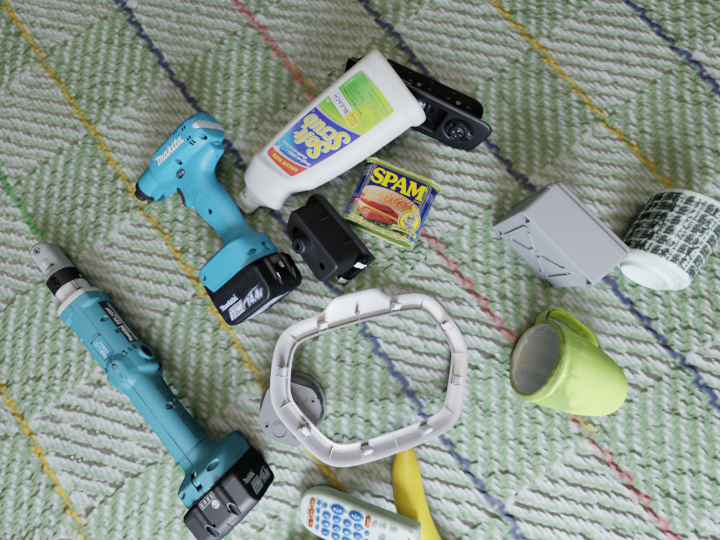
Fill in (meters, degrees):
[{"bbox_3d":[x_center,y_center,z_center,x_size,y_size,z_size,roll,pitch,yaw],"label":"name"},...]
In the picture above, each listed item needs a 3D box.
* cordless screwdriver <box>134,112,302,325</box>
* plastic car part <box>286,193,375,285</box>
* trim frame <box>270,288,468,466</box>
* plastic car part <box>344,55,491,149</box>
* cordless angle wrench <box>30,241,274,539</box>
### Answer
[{"bbox_3d":[-0.192,-0.052,0.532,0.162,0.072,0.252,-32,83,27],"label":"cordless screwdriver"},{"bbox_3d":[-0.051,-0.033,0.519,0.118,0.069,0.067,51,128,7],"label":"plastic car part"},{"bbox_3d":[0.017,0.116,0.494,0.244,0.027,0.188,-13,74,-13],"label":"trim frame"},{"bbox_3d":[0.077,-0.226,0.561,0.206,0.065,0.067,32,58,8],"label":"plastic car part"},{"bbox_3d":[-0.276,0.117,0.513,0.074,0.096,0.433,-45,78,-2],"label":"cordless angle wrench"}]
